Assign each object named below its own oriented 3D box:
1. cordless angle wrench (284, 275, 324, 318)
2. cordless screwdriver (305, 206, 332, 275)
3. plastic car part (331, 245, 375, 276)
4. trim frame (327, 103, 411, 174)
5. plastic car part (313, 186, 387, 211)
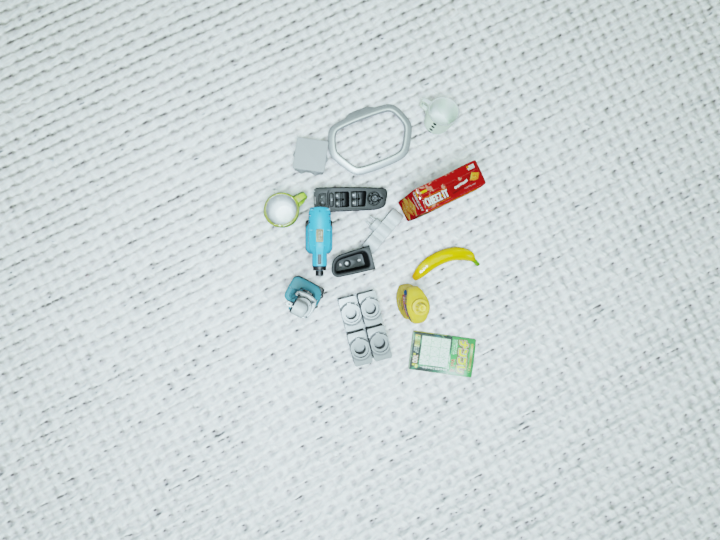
[{"bbox_3d":[-0.134,0.068,0.983,0.097,0.425,0.074,28,88,-6],"label":"cordless angle wrench"},{"bbox_3d":[-0.105,-0.069,1.075,0.074,0.250,0.159,0,90,-6],"label":"cordless screwdriver"},{"bbox_3d":[-0.027,-0.021,1.163,0.116,0.071,0.066,-15,91,-2],"label":"plastic car part"},{"bbox_3d":[0.028,-0.375,1.199,0.248,0.027,0.184,-23,88,-1],"label":"trim frame"},{"bbox_3d":[-0.028,-0.195,1.172,0.203,0.067,0.066,-2,90,-1],"label":"plastic car part"}]
